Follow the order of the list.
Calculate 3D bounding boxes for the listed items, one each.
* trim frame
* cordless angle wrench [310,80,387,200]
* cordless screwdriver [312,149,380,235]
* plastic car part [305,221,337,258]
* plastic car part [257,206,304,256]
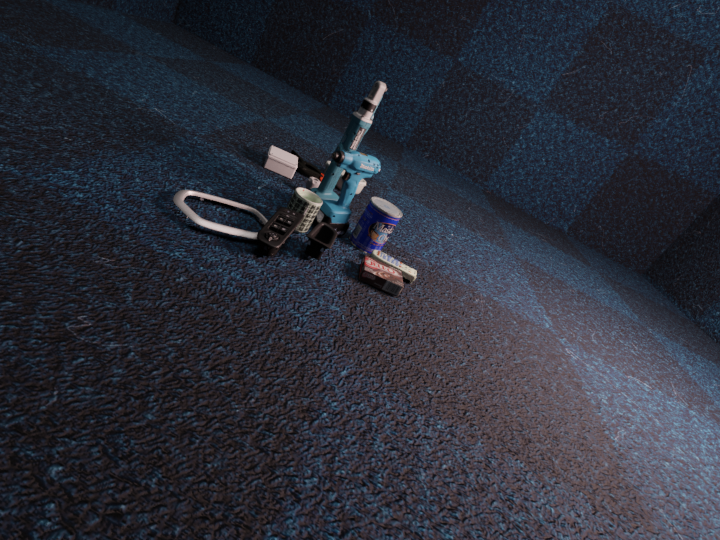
[{"bbox_3d":[-0.324,-0.134,1.012,0.237,0.027,0.194,10,30,-33],"label":"trim frame"},{"bbox_3d":[-0.042,-0.344,1.224,0.093,0.421,0.078,6,35,-43],"label":"cordless angle wrench"},{"bbox_3d":[-0.059,-0.215,1.170,0.151,0.248,0.078,4,36,-44],"label":"cordless screwdriver"},{"bbox_3d":[-0.103,-0.068,1.057,0.066,0.071,0.117,29,25,-2],"label":"plastic car part"},{"bbox_3d":[-0.198,-0.090,1.010,0.066,0.067,0.204,27,25,-5],"label":"plastic car part"}]
